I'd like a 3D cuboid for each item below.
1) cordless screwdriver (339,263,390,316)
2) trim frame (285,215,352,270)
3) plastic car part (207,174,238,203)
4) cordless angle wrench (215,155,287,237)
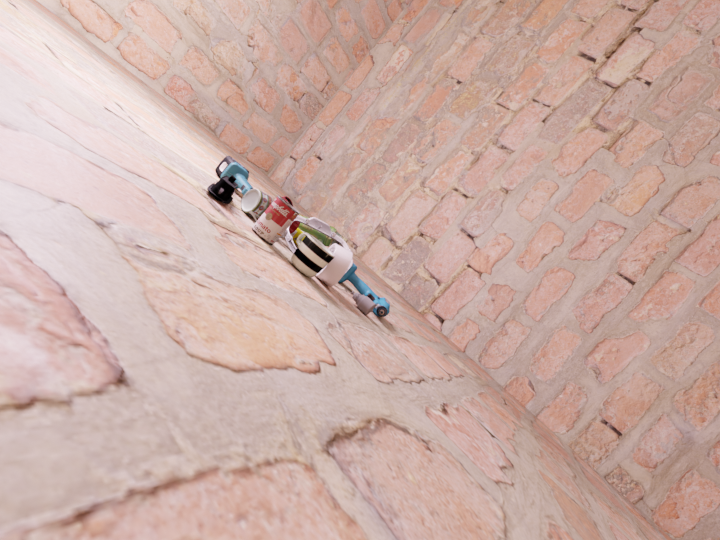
[{"bbox_3d":[-0.007,0.045,1.295,0.251,0.074,0.157,45,4,4],"label":"cordless screwdriver"},{"bbox_3d":[-0.120,-0.079,1.228,0.239,0.028,0.190,25,40,-22],"label":"trim frame"},{"bbox_3d":[-0.340,-0.207,1.066,0.064,0.067,0.209,46,5,-19],"label":"plastic car part"},{"bbox_3d":[-0.322,-0.217,1.270,0.092,0.074,0.447,35,9,-49],"label":"cordless angle wrench"}]
